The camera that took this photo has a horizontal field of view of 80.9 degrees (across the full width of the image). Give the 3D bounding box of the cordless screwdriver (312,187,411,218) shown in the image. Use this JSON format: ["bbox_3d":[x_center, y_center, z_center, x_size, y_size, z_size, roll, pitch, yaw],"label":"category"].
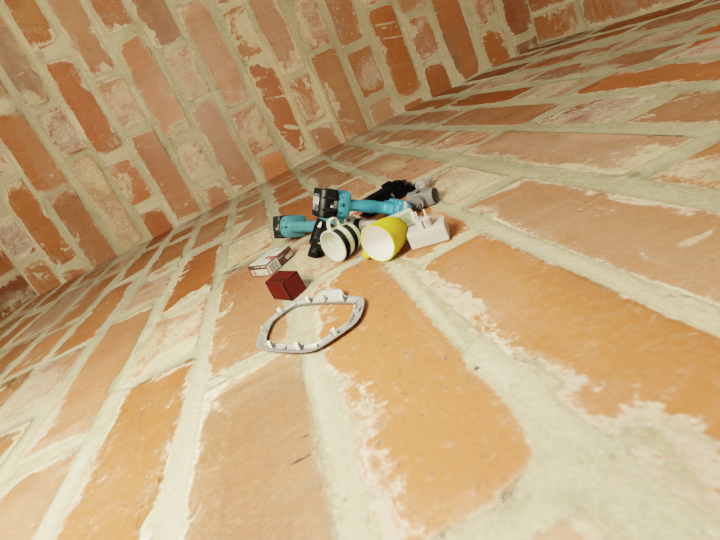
[{"bbox_3d":[-0.005,-0.175,1.128,0.244,0.073,0.164,3,12,-13],"label":"cordless screwdriver"}]

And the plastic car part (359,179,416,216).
[{"bbox_3d":[0.078,-0.228,1.287,0.200,0.064,0.070,-38,31,-19],"label":"plastic car part"}]

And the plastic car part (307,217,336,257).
[{"bbox_3d":[-0.110,-0.072,1.129,0.116,0.066,0.071,-60,5,49],"label":"plastic car part"}]

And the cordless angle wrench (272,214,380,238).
[{"bbox_3d":[-0.104,-0.132,1.251,0.445,0.074,0.094,5,11,45],"label":"cordless angle wrench"}]

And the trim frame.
[{"bbox_3d":[-0.104,0.096,0.831,0.259,0.027,0.182,-8,28,41],"label":"trim frame"}]
